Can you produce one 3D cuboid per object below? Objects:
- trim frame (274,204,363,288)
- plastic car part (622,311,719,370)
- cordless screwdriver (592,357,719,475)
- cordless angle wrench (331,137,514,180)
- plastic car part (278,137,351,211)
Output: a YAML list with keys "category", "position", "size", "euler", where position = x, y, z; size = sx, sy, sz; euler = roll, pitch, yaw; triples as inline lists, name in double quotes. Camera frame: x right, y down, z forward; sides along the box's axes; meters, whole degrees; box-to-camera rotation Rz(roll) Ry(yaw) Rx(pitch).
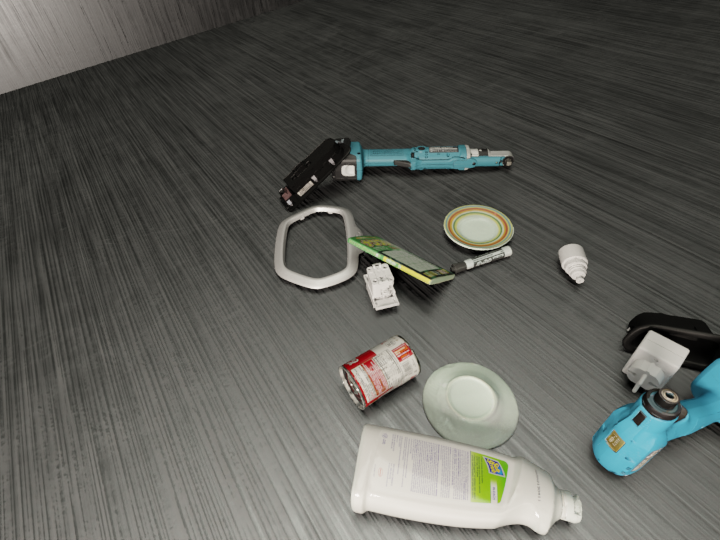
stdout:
- category: "trim frame"
  position: [-0.085, -0.056, 0.872]
  size: [0.185, 0.026, 0.257]
  euler: [-8, 44, 3]
- category: "plastic car part"
  position: [0.454, 0.092, 0.619]
  size: [0.122, 0.064, 0.070]
  euler: [13, 34, 25]
- category: "cordless screwdriver"
  position: [0.407, 0.153, 0.495]
  size: [0.246, 0.153, 0.078]
  euler: [-16, 46, -10]
- category: "cordless angle wrench"
  position: [0.142, -0.269, 1.014]
  size: [0.429, 0.071, 0.100]
  euler: [1, 46, 8]
- category: "plastic car part"
  position: [-0.114, -0.232, 0.970]
  size: [0.203, 0.063, 0.070]
  euler: [-39, 43, 5]
